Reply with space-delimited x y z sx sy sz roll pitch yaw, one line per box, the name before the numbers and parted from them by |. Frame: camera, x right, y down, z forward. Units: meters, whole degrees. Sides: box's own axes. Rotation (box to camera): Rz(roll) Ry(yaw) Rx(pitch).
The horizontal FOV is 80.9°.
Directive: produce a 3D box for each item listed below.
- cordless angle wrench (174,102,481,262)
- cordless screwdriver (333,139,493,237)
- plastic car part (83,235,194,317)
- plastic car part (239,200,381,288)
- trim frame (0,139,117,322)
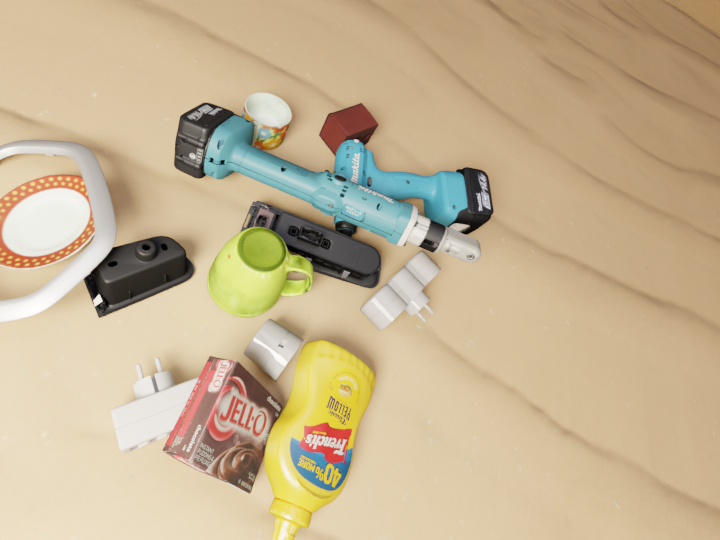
cordless angle wrench | -0.037 -0.103 0.565 0.424 0.073 0.099 23 36 1
cordless screwdriver | 0.076 -0.103 0.656 0.244 0.074 0.162 9 68 -12
plastic car part | -0.247 -0.007 0.473 0.113 0.071 0.068 -25 75 -29
plastic car part | -0.055 -0.036 0.564 0.198 0.068 0.067 22 69 -13
trim frame | -0.362 -0.055 0.451 0.181 0.027 0.259 -25 63 -16
